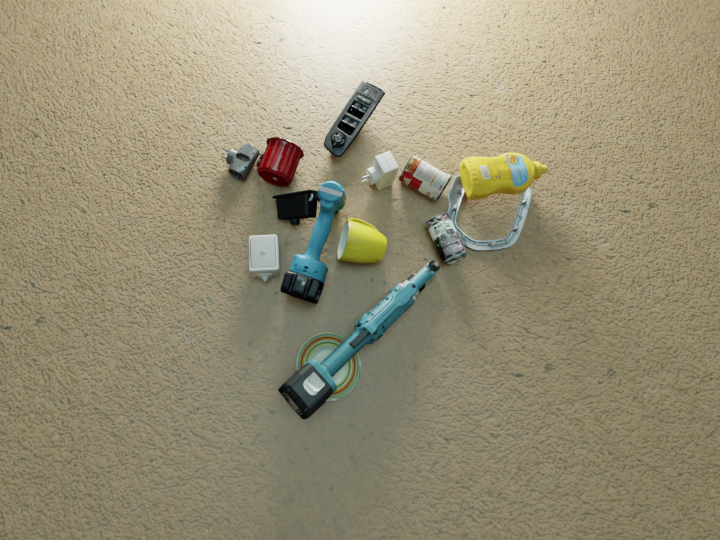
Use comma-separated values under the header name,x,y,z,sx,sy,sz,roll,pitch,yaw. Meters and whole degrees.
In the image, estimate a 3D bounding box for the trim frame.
name,x,y,z,sx,sy,sz,roll,pitch,yaw
trim frame,0.296,-0.159,0.982,0.187,0.027,0.249,23,74,8

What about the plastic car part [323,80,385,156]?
name,x,y,z,sx,sy,sz,roll,pitch,yaw
plastic car part,-0.022,-0.357,1.022,0.066,0.067,0.203,32,77,-1

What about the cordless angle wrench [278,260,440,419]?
name,x,y,z,sx,sy,sz,roll,pitch,yaw
cordless angle wrench,0.020,0.113,0.841,0.076,0.097,0.417,46,65,7

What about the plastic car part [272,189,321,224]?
name,x,y,z,sx,sy,sz,roll,pitch,yaw
plastic car part,-0.140,-0.138,0.940,0.121,0.063,0.071,-6,85,34

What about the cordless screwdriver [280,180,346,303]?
name,x,y,z,sx,sy,sz,roll,pitch,yaw
cordless screwdriver,-0.088,-0.057,0.896,0.075,0.157,0.249,18,87,3
